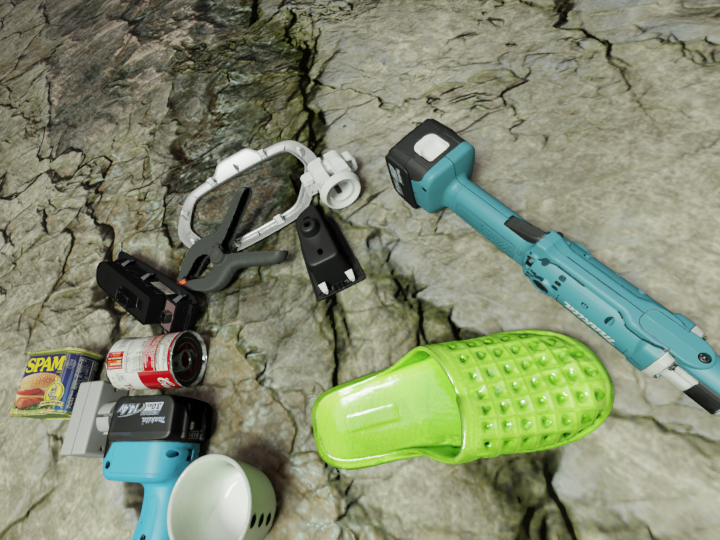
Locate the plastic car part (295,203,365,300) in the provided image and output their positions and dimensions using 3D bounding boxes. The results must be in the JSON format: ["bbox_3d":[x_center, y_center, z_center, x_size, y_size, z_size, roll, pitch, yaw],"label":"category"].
[{"bbox_3d":[-0.052,-0.034,0.527,0.066,0.067,0.122,-27,59,4],"label":"plastic car part"}]

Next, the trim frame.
[{"bbox_3d":[-0.178,-0.116,0.651,0.250,0.026,0.193,-28,54,7],"label":"trim frame"}]

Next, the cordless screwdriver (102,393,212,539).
[{"bbox_3d":[-0.235,0.263,0.434,0.162,0.071,0.256,-14,61,14],"label":"cordless screwdriver"}]

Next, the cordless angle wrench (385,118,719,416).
[{"bbox_3d":[0.191,-0.004,0.406,0.074,0.093,0.445,-40,59,-4],"label":"cordless angle wrench"}]

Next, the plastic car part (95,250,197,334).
[{"bbox_3d":[-0.315,0.032,0.598,0.214,0.064,0.065,26,111,35],"label":"plastic car part"}]
